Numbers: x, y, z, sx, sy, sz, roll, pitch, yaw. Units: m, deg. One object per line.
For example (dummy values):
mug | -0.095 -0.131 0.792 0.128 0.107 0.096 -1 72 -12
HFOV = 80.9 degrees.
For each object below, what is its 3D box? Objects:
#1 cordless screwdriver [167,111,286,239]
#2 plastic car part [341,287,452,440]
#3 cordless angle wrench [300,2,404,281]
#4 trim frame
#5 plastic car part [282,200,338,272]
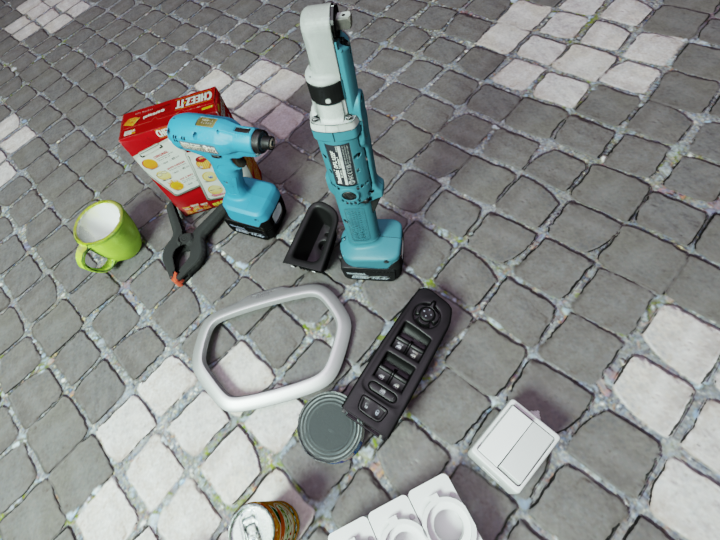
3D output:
cordless screwdriver | -0.175 -0.139 0.660 0.165 0.238 0.075 15 66 18
plastic car part | 0.058 0.118 0.560 0.069 0.064 0.203 25 70 23
cordless angle wrench | -0.008 -0.109 0.504 0.100 0.405 0.076 4 63 11
trim frame | -0.135 0.107 0.636 0.250 0.026 0.191 -18 59 3
plastic car part | -0.066 -0.043 0.679 0.068 0.068 0.117 13 65 18
